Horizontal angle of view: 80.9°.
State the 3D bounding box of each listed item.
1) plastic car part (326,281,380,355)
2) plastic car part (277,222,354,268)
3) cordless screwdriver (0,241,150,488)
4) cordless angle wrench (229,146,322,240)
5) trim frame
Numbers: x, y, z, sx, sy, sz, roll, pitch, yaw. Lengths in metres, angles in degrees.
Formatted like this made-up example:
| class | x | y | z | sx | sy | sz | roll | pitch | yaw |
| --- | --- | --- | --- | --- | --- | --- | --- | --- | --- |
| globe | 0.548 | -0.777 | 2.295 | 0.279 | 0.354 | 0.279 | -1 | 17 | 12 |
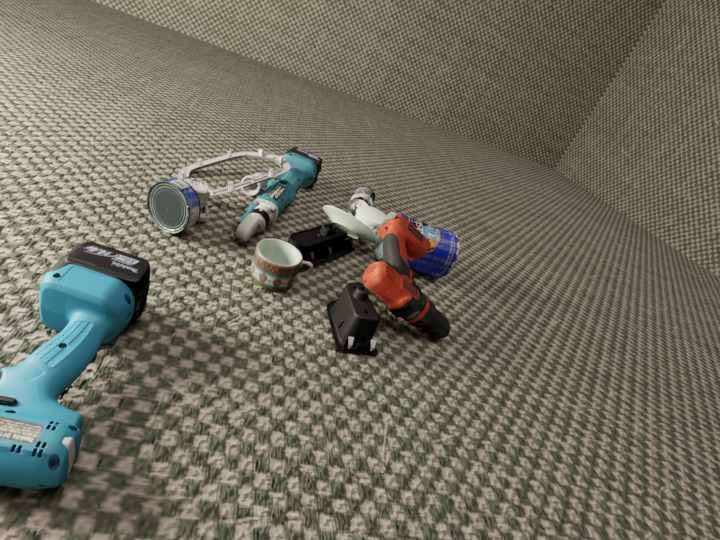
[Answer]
| class | x | y | z | sx | sy | sz | roll | pitch | yaw |
| --- | --- | --- | --- | --- | --- | --- | --- | --- | --- |
| plastic car part | -0.008 | 0.060 | 0.632 | 0.063 | 0.070 | 0.122 | 11 | 34 | -25 |
| plastic car part | -0.077 | -0.050 | 0.784 | 0.069 | 0.067 | 0.197 | 41 | 36 | 16 |
| cordless screwdriver | -0.311 | 0.068 | 0.405 | 0.156 | 0.074 | 0.257 | 15 | 33 | -14 |
| cordless angle wrench | -0.173 | -0.165 | 0.903 | 0.098 | 0.074 | 0.428 | 21 | 31 | -4 |
| trim frame | -0.265 | -0.211 | 0.888 | 0.241 | 0.027 | 0.195 | -27 | 45 | -36 |
